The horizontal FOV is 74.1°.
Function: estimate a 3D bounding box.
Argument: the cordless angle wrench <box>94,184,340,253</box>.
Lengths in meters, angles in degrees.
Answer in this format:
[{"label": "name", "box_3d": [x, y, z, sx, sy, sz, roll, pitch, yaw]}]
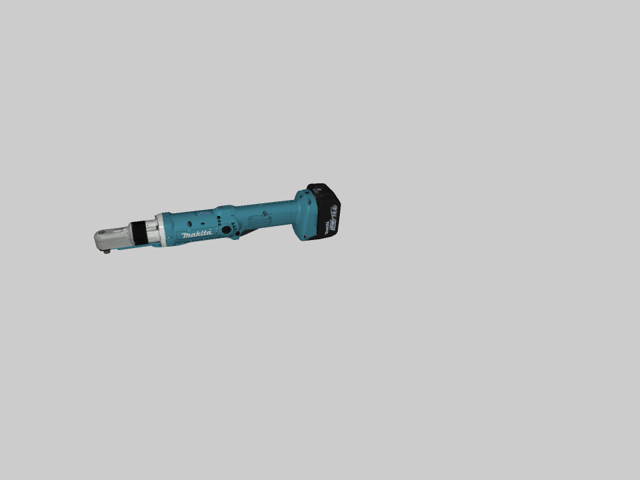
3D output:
[{"label": "cordless angle wrench", "box_3d": [-0.172, -0.030, 0.764, 0.422, 0.098, 0.074, -9, 37, -20]}]
